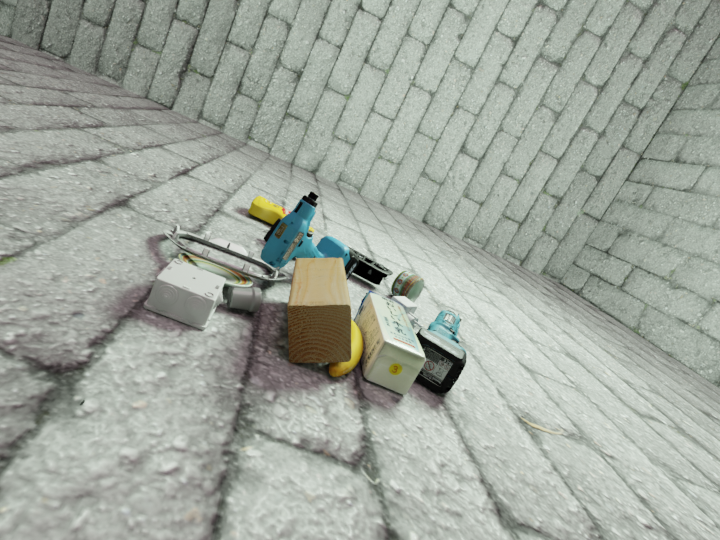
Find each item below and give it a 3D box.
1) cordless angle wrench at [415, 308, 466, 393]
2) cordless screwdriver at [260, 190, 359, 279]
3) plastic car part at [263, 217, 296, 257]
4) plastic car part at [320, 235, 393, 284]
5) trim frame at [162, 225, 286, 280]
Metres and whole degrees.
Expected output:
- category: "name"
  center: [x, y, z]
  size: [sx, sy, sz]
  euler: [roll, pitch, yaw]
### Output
- category: "cordless angle wrench"
  center: [0.174, 0.133, 0.891]
  size: [0.101, 0.074, 0.412]
  euler: [29, 13, 12]
- category: "cordless screwdriver"
  center: [-0.085, -0.056, 0.874]
  size: [0.078, 0.159, 0.236]
  euler: [36, 4, 31]
- category: "plastic car part"
  center: [-0.173, -0.065, 1.035]
  size: [0.123, 0.066, 0.067]
  euler: [42, 7, 37]
- category: "plastic car part"
  center: [-0.016, -0.021, 1.093]
  size: [0.207, 0.067, 0.065]
  euler: [24, 7, 10]
- category: "trim frame"
  center: [-0.256, -0.033, 0.811]
  size: [0.243, 0.027, 0.189]
  euler: [20, 6, -14]
